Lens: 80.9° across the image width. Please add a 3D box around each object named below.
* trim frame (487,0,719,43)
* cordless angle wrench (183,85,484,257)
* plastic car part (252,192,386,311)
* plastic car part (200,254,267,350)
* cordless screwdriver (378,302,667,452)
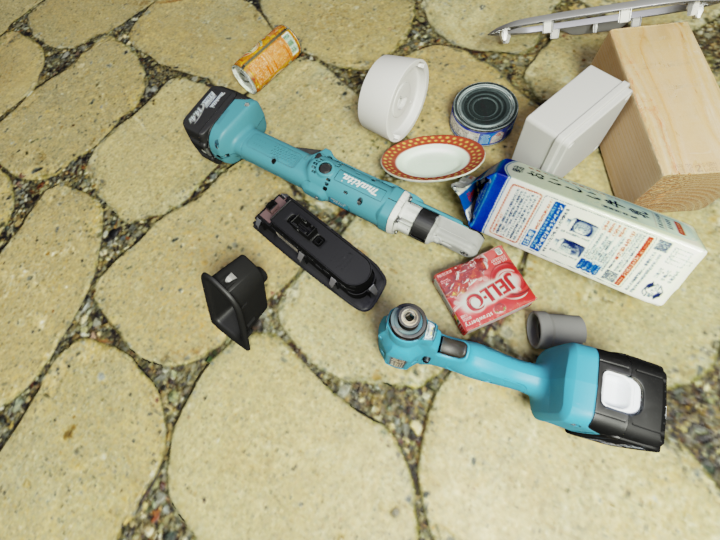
[{"bbox_3d":[0.292,-0.314,0.536,0.260,0.027,0.180,8,28,31],"label":"trim frame"},{"bbox_3d":[-0.044,-0.124,0.560,0.437,0.072,0.098,29,74,17],"label":"cordless angle wrench"},{"bbox_3d":[-0.052,-0.034,0.529,0.210,0.065,0.066,40,70,18],"label":"plastic car part"},{"bbox_3d":[-0.139,0.028,0.497,0.068,0.114,0.070,32,52,16],"label":"plastic car part"},{"bbox_3d":[0.138,0.088,0.393,0.255,0.154,0.075,15,72,12],"label":"cordless screwdriver"}]
